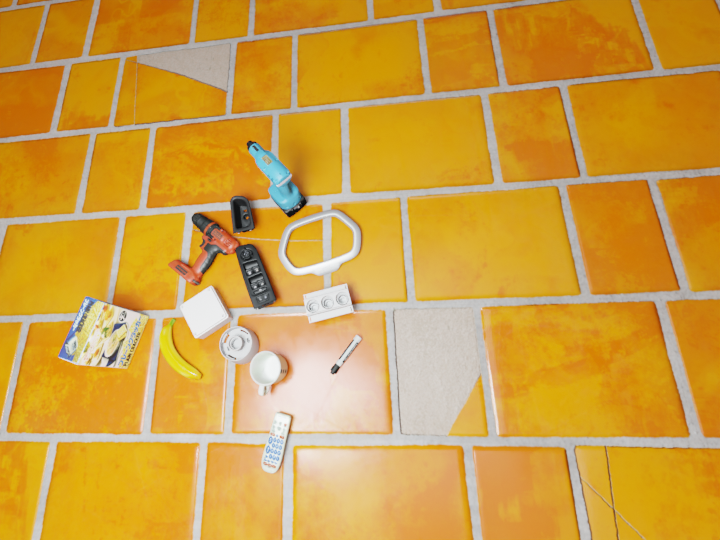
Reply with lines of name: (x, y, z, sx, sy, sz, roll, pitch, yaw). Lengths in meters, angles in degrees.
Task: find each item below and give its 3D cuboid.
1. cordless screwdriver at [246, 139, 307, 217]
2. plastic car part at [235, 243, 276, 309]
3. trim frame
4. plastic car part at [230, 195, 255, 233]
cordless screwdriver: (-0.238, -0.257, 1.190, 0.074, 0.242, 0.165, -40, 74, -7)
plastic car part: (-0.297, 0.015, 1.202, 0.066, 0.065, 0.209, -25, 70, -2)
trim frame: (-0.120, -0.078, 1.226, 0.249, 0.027, 0.189, -18, 70, 2)
plastic car part: (-0.349, -0.162, 1.267, 0.066, 0.069, 0.119, -14, 71, 2)
